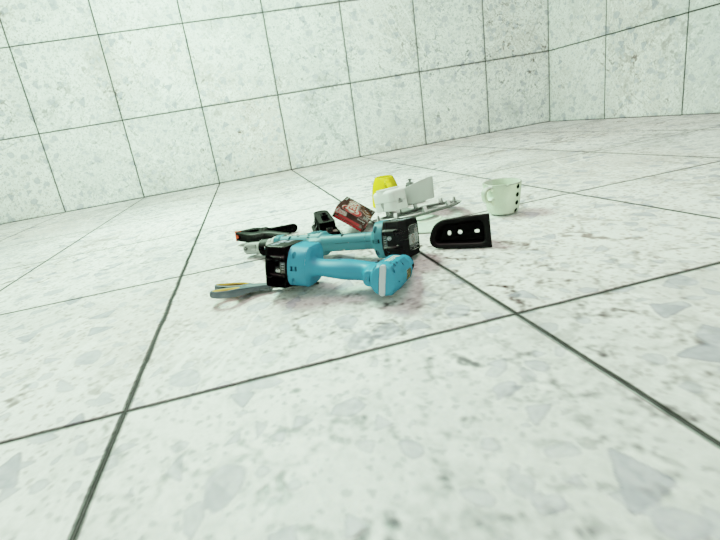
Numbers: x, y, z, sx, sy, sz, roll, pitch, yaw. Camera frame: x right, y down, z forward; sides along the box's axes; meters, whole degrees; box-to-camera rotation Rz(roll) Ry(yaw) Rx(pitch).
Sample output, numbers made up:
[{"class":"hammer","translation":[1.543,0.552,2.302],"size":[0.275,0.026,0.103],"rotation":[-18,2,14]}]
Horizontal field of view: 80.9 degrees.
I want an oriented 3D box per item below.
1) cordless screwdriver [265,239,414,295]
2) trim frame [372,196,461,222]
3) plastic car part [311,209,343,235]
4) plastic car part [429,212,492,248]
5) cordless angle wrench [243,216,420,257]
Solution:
[{"class":"cordless screwdriver","translation":[-0.034,-0.010,0.745],"size":[0.258,0.073,0.155],"rotation":[6,14,23]},{"class":"trim frame","translation":[0.148,-0.160,1.111],"size":[0.242,0.027,0.191],"rotation":[-21,12,-24]},{"class":"plastic car part","translation":[-0.095,-0.119,1.102],"size":[0.066,0.065,0.209],"rotation":[-19,18,-6]},{"class":"plastic car part","translation":[0.205,-0.077,0.855],"size":[0.121,0.066,0.068],"rotation":[-3,4,27]},{"class":"cordless angle wrench","translation":[-0.090,-0.059,0.916],"size":[0.441,0.074,0.095],"rotation":[-2,9,30]}]
